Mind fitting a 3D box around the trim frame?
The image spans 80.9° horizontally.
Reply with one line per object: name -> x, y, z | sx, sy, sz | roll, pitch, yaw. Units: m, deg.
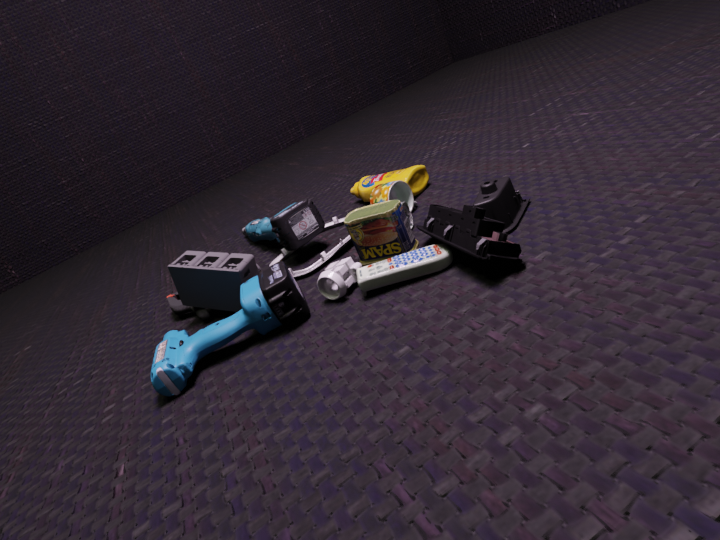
trim frame -> -0.085, -0.055, 0.867 | 0.193, 0.026, 0.244 | 5, 37, 47

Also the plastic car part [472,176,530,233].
plastic car part -> 0.202, -0.103, 0.636 | 0.069, 0.069, 0.115 | -7, 26, 39

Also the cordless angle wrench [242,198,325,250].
cordless angle wrench -> -0.219, -0.101, 1.013 | 0.096, 0.072, 0.440 | -37, 19, -22

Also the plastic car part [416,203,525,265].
plastic car part -> 0.142, -0.060, 0.597 | 0.065, 0.066, 0.210 | -2, 13, -18

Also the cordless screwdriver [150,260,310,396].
cordless screwdriver -> -0.210, 0.079, 0.665 | 0.247, 0.072, 0.166 | -33, 24, -7
